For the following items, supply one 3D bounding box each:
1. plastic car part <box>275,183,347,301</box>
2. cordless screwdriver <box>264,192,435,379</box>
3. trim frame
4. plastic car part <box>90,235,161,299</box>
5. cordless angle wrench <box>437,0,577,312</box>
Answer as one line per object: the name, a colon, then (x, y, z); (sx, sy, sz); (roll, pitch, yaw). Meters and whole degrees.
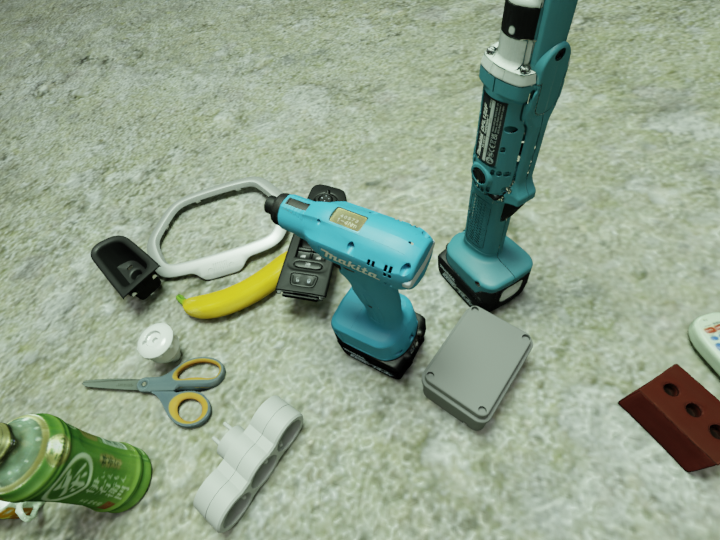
plastic car part: (-0.059, -0.039, 0.604); (0.068, 0.064, 0.207); (2, 57, 12)
cordless screwdriver: (-0.007, 0.018, 0.448); (0.166, 0.238, 0.074); (24, 63, 23)
trim frame: (-0.231, -0.071, 0.688); (0.249, 0.026, 0.192); (-17, 55, 1)
plastic car part: (-0.346, 0.001, 0.640); (0.122, 0.068, 0.065); (34, 68, 28)
cordless angle wrench: (0.133, -0.098, 0.392); (0.074, 0.405, 0.103); (-29, 57, -11)
